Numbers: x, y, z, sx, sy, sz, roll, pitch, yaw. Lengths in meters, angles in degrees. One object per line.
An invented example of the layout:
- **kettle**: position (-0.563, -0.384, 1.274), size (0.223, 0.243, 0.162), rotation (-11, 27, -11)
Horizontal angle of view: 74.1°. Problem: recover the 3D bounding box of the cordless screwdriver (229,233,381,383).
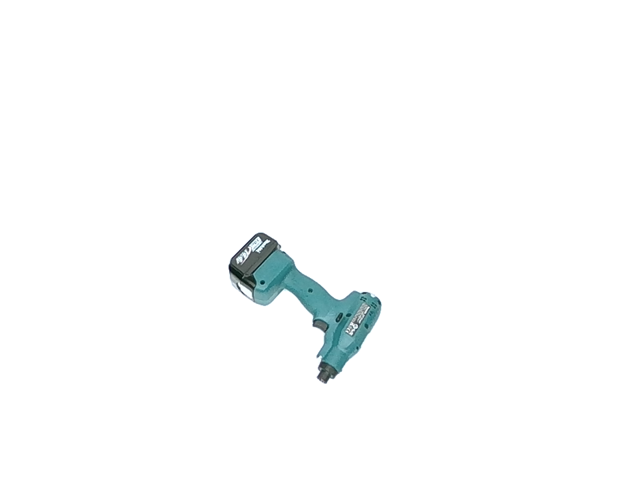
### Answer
- **cordless screwdriver**: position (-0.040, 0.106, 0.691), size (0.249, 0.158, 0.074), rotation (30, -29, 13)
